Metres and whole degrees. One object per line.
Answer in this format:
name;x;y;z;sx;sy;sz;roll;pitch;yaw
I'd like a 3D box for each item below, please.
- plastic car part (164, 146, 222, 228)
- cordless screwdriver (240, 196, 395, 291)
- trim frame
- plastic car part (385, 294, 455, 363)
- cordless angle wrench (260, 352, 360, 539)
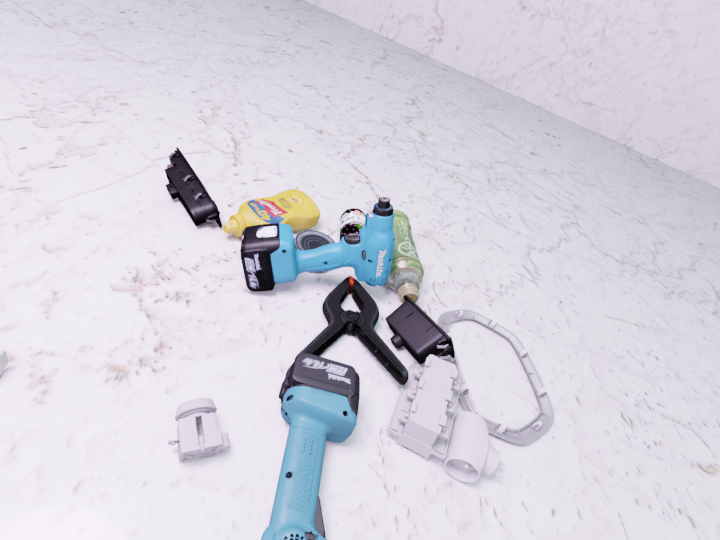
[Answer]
plastic car part;-0.326;-0.152;0.805;0.065;0.065;0.213;-26;57;-31
cordless screwdriver;-0.067;-0.044;0.684;0.247;0.155;0.077;-1;35;-6
trim frame;0.215;0.159;0.696;0.180;0.027;0.257;8;43;-12
plastic car part;0.086;0.103;0.680;0.070;0.063;0.123;-36;48;-12
cordless angle wrench;-0.068;0.283;0.411;0.097;0.073;0.432;15;42;-7
